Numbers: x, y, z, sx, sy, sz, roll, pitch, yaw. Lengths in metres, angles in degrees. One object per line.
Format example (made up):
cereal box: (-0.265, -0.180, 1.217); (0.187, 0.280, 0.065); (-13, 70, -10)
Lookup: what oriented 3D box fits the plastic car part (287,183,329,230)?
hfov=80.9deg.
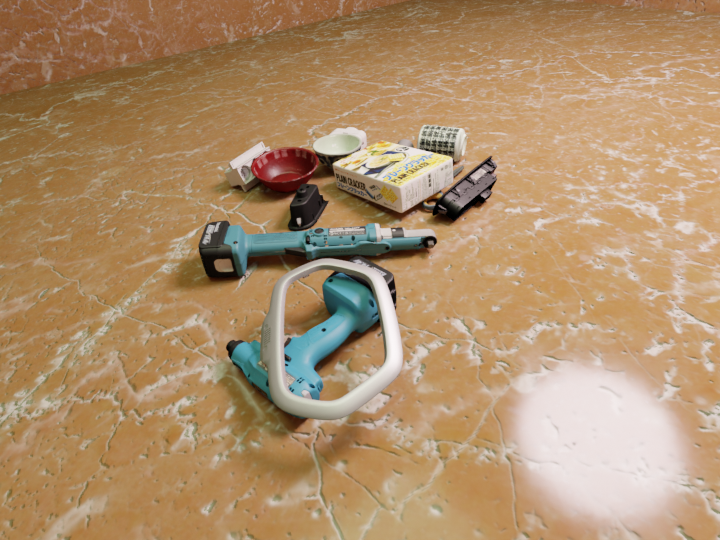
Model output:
plastic car part: (-0.117, -0.144, 0.892); (0.068, 0.068, 0.117); (4, 38, 15)

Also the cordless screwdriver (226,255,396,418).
cordless screwdriver: (-0.067, 0.078, 0.620); (0.168, 0.071, 0.246); (23, 53, 32)

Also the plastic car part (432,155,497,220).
plastic car part: (0.221, -0.158, 0.861); (0.199, 0.065, 0.069); (-34, 72, -29)

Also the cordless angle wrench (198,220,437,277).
cordless angle wrench: (-0.076, -0.050, 0.776); (0.425, 0.072, 0.101); (-3, 40, 3)

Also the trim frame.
trim frame: (-0.045, 0.075, 0.556); (0.185, 0.026, 0.258); (-12, 47, 2)
